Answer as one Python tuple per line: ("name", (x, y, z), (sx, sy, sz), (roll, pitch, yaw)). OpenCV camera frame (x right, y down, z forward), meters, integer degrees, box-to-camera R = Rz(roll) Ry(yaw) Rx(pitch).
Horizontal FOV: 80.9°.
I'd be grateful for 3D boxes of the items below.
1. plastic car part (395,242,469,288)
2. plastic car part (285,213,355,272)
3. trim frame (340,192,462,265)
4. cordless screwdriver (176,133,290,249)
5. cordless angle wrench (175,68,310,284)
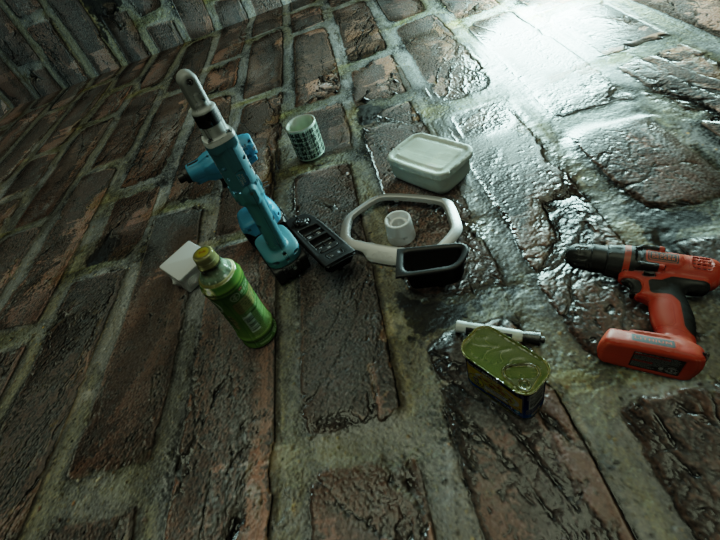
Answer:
("plastic car part", (0.123, 0.000, 0.705), (0.120, 0.067, 0.067), (-5, 47, 18))
("plastic car part", (-0.082, -0.054, 0.842), (0.066, 0.064, 0.215), (-34, 46, -12))
("trim frame", (0.075, -0.087, 0.835), (0.260, 0.026, 0.184), (10, 54, 30))
("cordless screwdriver", (-0.253, -0.146, 0.875), (0.158, 0.237, 0.078), (-27, 45, -5))
("cordless angle wrench", (-0.198, -0.143, 0.731), (0.074, 0.403, 0.104), (-33, 46, -12))
